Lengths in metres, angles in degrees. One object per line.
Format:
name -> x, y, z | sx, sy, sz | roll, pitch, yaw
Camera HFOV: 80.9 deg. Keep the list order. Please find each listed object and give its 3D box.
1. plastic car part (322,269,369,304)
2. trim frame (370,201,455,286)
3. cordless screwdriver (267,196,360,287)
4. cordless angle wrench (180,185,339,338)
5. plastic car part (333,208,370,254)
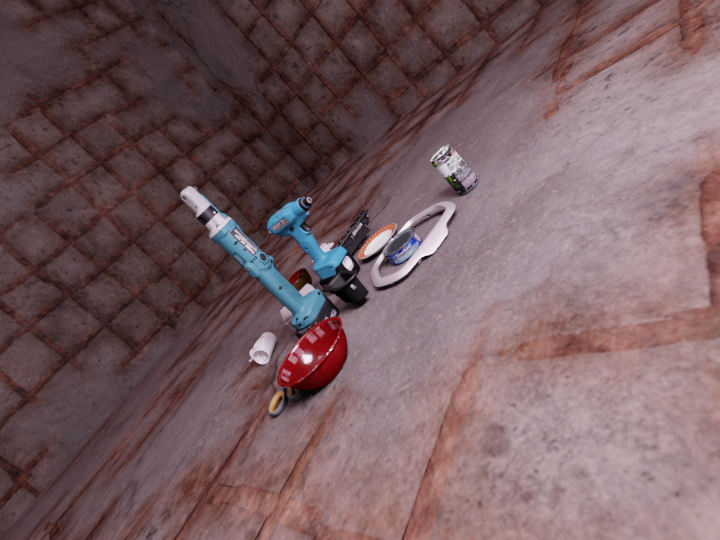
plastic car part -> -0.022, 0.042, 0.897 | 0.066, 0.069, 0.120 | -48, 16, -15
trim frame -> 0.109, -0.057, 0.901 | 0.247, 0.027, 0.190 | -50, 18, -18
cordless screwdriver -> -0.101, -0.066, 1.029 | 0.163, 0.243, 0.074 | -30, 18, 46
cordless angle wrench -> -0.220, -0.017, 0.900 | 0.076, 0.413, 0.098 | -35, 15, 38
plastic car part -> -0.032, -0.080, 1.203 | 0.202, 0.065, 0.068 | -50, 16, -19
